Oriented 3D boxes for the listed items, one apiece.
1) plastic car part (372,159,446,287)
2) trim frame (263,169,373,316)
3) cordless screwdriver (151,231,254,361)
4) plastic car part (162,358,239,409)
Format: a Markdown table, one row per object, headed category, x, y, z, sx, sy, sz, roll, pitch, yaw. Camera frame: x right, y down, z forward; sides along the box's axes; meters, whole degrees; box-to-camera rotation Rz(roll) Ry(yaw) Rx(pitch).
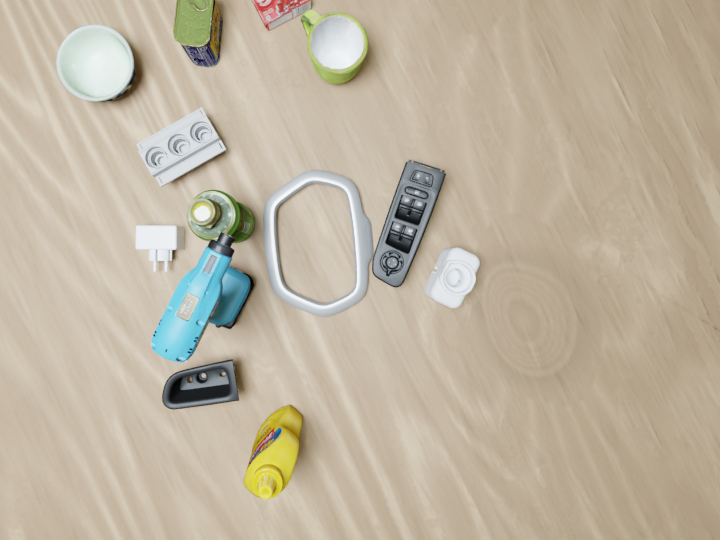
| category | x | y | z | sx | sy | sz | roll | pitch | yaw |
| --- | --- | --- | --- | --- | --- | --- | --- | --- | --- |
| plastic car part | 0.070 | -0.075 | 0.698 | 0.066 | 0.067 | 0.203 | 19 | 89 | -4 |
| trim frame | -0.070 | -0.046 | 0.716 | 0.184 | 0.027 | 0.248 | -6 | 89 | -1 |
| cordless screwdriver | -0.204 | 0.024 | 0.602 | 0.074 | 0.250 | 0.159 | 26 | 89 | -6 |
| plastic car part | -0.255 | 0.180 | 0.688 | 0.116 | 0.071 | 0.066 | -9 | 92 | -2 |
